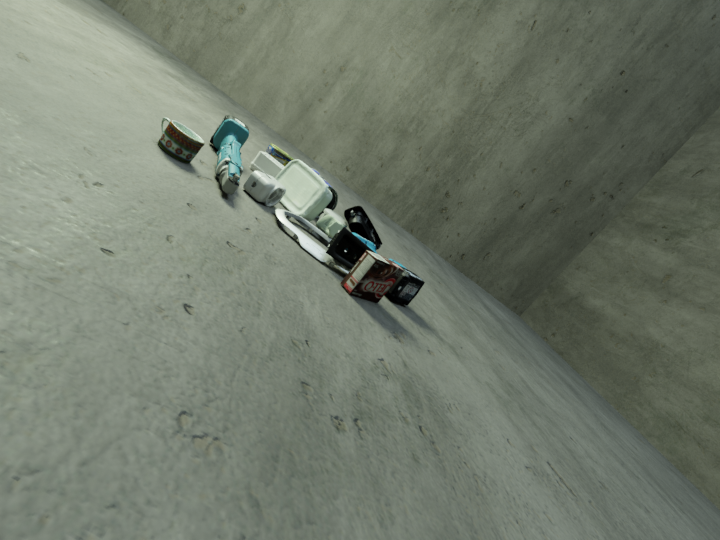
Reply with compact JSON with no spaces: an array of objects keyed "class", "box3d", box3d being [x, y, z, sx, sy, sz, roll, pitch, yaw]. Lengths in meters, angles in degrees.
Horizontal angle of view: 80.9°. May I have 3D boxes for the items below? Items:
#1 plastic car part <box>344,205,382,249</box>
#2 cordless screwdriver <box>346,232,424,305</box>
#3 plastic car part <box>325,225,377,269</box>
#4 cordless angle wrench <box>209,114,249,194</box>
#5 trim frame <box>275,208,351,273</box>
[{"class":"plastic car part","box3d":[0.004,-0.107,1.215,0.192,0.068,0.068,61,33,-48]},{"class":"cordless screwdriver","box3d":[0.033,-0.022,1.066,0.150,0.074,0.263,26,13,-44]},{"class":"plastic car part","box3d":[-0.024,-0.041,0.909,0.111,0.066,0.074,36,-2,-27]},{"class":"cordless angle wrench","box3d":[-0.305,-0.266,0.984,0.071,0.098,0.442,31,18,-30]},{"class":"trim frame","box3d":[-0.093,-0.061,0.953,0.248,0.027,0.184,39,11,-3]}]
